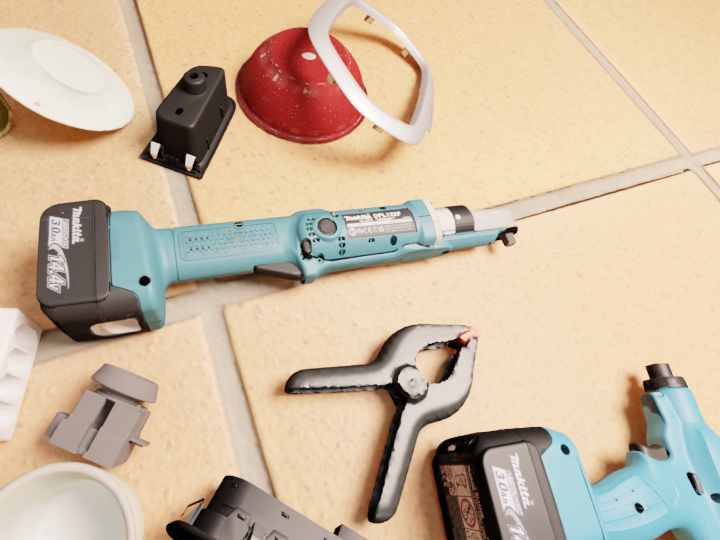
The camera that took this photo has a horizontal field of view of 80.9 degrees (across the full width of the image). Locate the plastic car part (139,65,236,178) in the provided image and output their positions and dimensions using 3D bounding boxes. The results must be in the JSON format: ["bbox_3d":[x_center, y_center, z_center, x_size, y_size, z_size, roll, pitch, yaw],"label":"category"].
[{"bbox_3d":[-0.168,-0.163,0.425,0.065,0.070,0.118,19,64,-6],"label":"plastic car part"}]

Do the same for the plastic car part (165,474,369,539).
[{"bbox_3d":[-0.028,0.196,0.269,0.204,0.065,0.067,26,51,2],"label":"plastic car part"}]

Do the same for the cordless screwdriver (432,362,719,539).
[{"bbox_3d":[0.185,0.151,0.330,0.243,0.074,0.163,4,62,-14],"label":"cordless screwdriver"}]

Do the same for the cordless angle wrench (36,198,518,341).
[{"bbox_3d":[-0.037,-0.024,0.381,0.412,0.074,0.101,-8,66,-18],"label":"cordless angle wrench"}]

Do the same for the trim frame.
[{"bbox_3d":[0.024,-0.234,0.483,0.178,0.028,0.252,35,42,-18],"label":"trim frame"}]
